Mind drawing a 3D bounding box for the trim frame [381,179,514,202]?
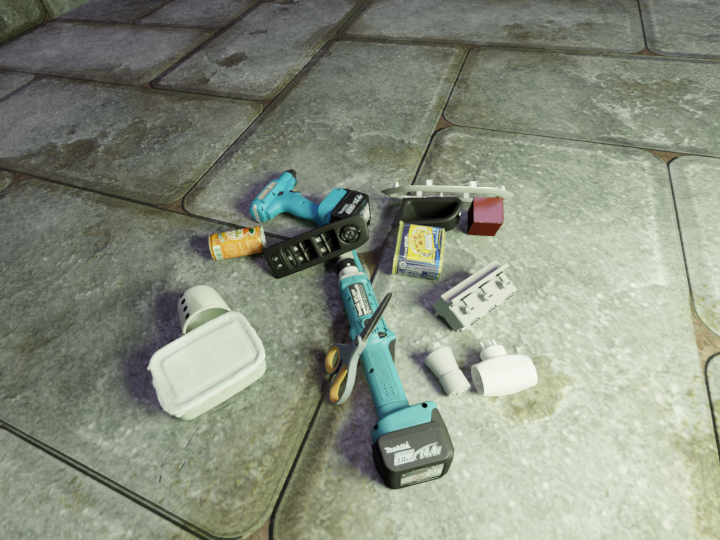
[{"bbox_3d":[0.166,-0.152,0.825,0.253,0.181,0.027,2,91,9],"label":"trim frame"}]

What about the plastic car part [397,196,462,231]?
[{"bbox_3d":[0.141,-0.101,0.822,0.121,0.067,0.067,3,62,25],"label":"plastic car part"}]

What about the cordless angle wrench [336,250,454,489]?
[{"bbox_3d":[0.017,0.099,0.667,0.097,0.071,0.442,-14,46,-7],"label":"cordless angle wrench"}]

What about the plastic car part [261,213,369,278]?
[{"bbox_3d":[-0.077,-0.050,0.784,0.207,0.065,0.067,-19,14,19],"label":"plastic car part"}]

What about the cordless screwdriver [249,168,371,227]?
[{"bbox_3d":[-0.098,-0.148,0.897,0.259,0.071,0.159,15,52,24],"label":"cordless screwdriver"}]
